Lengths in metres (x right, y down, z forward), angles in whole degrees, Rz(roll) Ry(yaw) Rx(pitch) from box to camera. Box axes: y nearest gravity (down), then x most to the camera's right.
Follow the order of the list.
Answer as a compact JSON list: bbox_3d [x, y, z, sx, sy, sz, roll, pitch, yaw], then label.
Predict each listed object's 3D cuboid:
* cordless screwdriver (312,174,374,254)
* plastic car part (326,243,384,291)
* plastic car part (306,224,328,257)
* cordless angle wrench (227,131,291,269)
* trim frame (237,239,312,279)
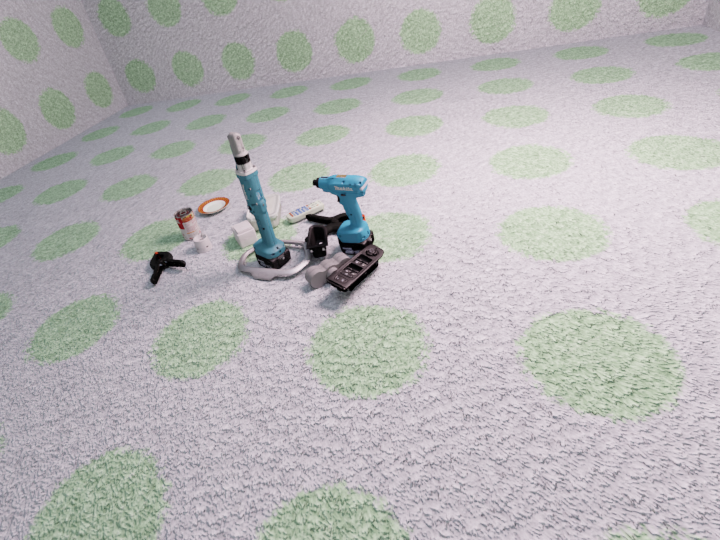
[{"bbox_3d":[-0.047,-0.165,1.228,0.166,0.239,0.074,9,40,25],"label":"cordless screwdriver"},{"bbox_3d":[-0.003,0.000,1.148,0.070,0.064,0.200,18,47,34],"label":"plastic car part"},{"bbox_3d":[-0.126,-0.082,1.288,0.066,0.068,0.120,-9,37,4],"label":"plastic car part"},{"bbox_3d":[-0.294,-0.188,1.195,0.103,0.407,0.073,21,46,36],"label":"cordless angle wrench"},{"bbox_3d":[-0.264,-0.038,1.308,0.258,0.026,0.185,5,41,22],"label":"trim frame"}]
